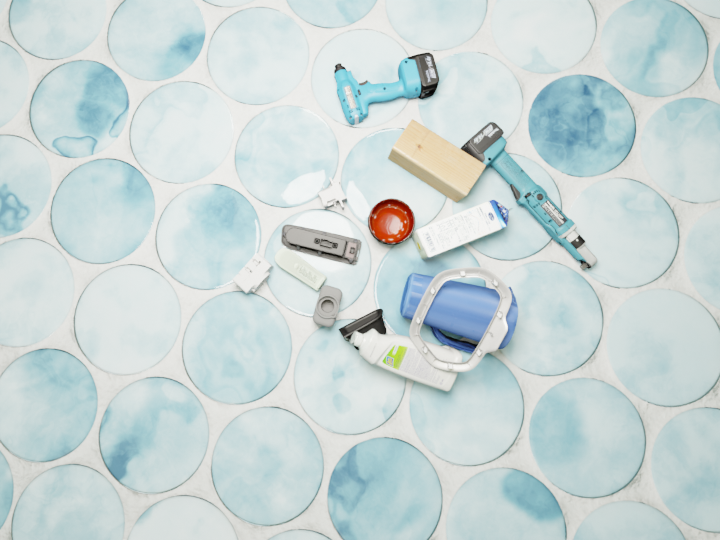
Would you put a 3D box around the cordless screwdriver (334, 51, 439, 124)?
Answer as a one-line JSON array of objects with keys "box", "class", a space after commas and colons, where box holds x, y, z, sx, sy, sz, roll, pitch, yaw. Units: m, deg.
[{"box": [0.061, -0.484, 1.073, 0.250, 0.073, 0.161, -18, 84, 3], "class": "cordless screwdriver"}]

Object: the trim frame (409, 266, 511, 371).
[{"box": [0.215, 0.107, 0.908, 0.186, 0.027, 0.247, 25, 103, 6], "class": "trim frame"}]

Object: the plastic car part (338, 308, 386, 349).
[{"box": [0.016, 0.149, 1.013, 0.116, 0.067, 0.070, -25, 101, -5], "class": "plastic car part"}]

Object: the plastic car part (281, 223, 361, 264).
[{"box": [-0.102, -0.066, 1.038, 0.205, 0.066, 0.066, 14, 92, 5], "class": "plastic car part"}]

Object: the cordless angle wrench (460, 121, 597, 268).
[{"box": [0.421, -0.174, 1.029, 0.098, 0.074, 0.426, -41, 86, -3], "class": "cordless angle wrench"}]
